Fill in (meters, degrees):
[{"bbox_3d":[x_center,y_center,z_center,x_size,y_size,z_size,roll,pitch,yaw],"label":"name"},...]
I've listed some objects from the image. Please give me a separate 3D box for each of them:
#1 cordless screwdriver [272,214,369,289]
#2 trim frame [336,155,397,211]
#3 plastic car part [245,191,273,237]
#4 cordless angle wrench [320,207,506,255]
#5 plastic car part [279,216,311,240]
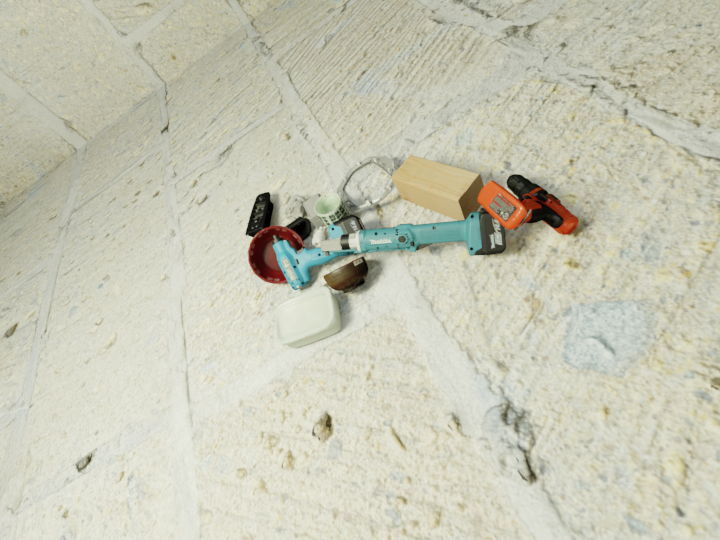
[{"bbox_3d":[-0.109,-0.071,1.114,0.251,0.072,0.161,-29,83,12],"label":"cordless screwdriver"},{"bbox_3d":[0.016,-0.256,1.215,0.185,0.026,0.261,-41,35,5],"label":"trim frame"},{"bbox_3d":[-0.313,-0.177,1.357,0.068,0.063,0.210,-25,44,22],"label":"plastic car part"},{"bbox_3d":[0.103,-0.075,0.978,0.437,0.097,0.073,-3,12,22],"label":"cordless angle wrench"},{"bbox_3d":[-0.203,-0.116,1.259,0.116,0.063,0.074,-39,33,-3],"label":"plastic car part"}]
